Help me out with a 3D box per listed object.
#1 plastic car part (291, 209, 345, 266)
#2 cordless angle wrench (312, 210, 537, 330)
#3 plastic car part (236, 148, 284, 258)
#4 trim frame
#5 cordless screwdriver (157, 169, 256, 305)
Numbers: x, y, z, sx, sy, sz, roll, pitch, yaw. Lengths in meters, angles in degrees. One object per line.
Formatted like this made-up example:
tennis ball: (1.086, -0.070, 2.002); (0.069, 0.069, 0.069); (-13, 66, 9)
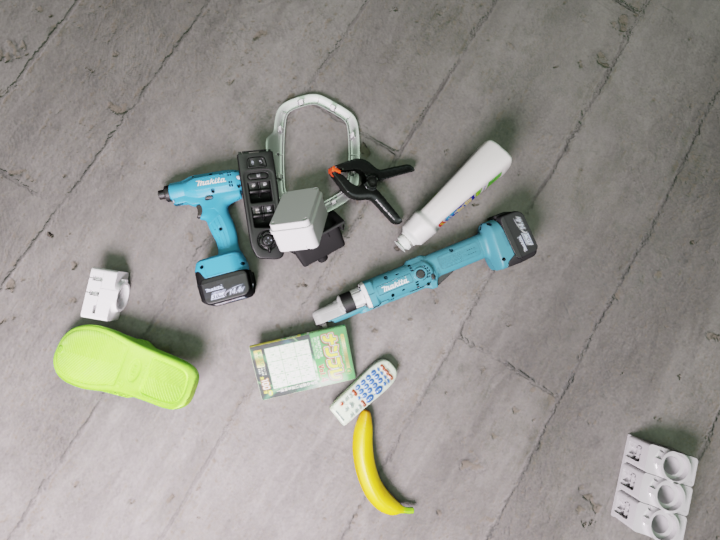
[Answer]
plastic car part: (-0.077, -0.051, 0.792); (0.116, 0.069, 0.068); (-33, 121, -3)
cordless angle wrench: (0.108, 0.008, 0.788); (0.422, 0.074, 0.099); (-22, 87, -2)
plastic car part: (-0.188, -0.118, 0.789); (0.064, 0.069, 0.203); (-9, 87, -26)
trim frame: (-0.093, -0.229, 0.829); (0.184, 0.027, 0.249); (1, 85, -1)
cordless screwdriver: (-0.282, -0.059, 0.781); (0.158, 0.074, 0.252); (-11, 80, -3)
